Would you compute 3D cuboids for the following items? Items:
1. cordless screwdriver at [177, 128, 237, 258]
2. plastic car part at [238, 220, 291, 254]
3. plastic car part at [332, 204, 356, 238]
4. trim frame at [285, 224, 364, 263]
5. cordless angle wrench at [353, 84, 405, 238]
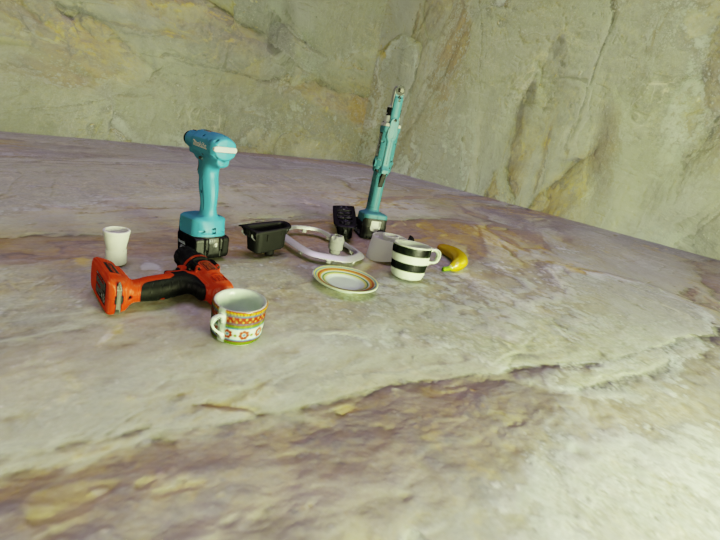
[{"bbox_3d":[-0.320,-0.156,0.848,0.071,0.245,0.168,-6,25,-45],"label":"cordless screwdriver"},{"bbox_3d":[-0.203,-0.068,0.927,0.070,0.070,0.111,25,23,37],"label":"plastic car part"},{"bbox_3d":[-0.049,-0.137,1.209,0.066,0.066,0.207,9,19,-7],"label":"plastic car part"},{"bbox_3d":[-0.102,-0.067,1.040,0.176,0.027,0.263,-6,25,-39],"label":"trim frame"},{"bbox_3d":[0.063,-0.299,1.190,0.072,0.417,0.102,7,18,-17],"label":"cordless angle wrench"}]
